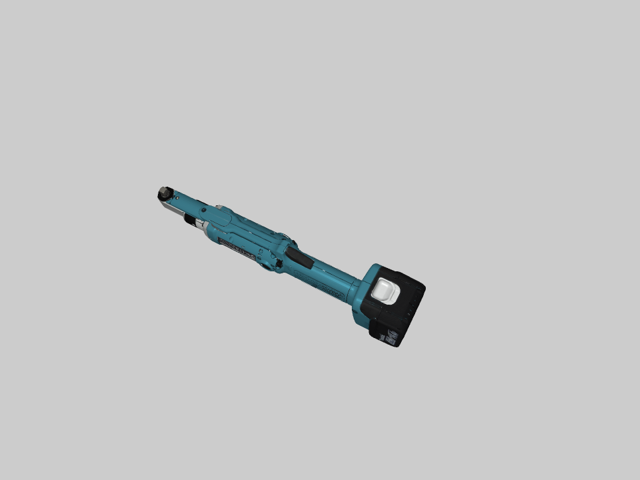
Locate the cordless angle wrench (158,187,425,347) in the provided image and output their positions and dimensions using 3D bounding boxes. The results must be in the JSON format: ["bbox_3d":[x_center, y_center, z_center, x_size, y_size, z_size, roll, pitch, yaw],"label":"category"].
[{"bbox_3d":[-0.064,0.017,0.612,0.423,0.074,0.098,25,-23,16],"label":"cordless angle wrench"}]
